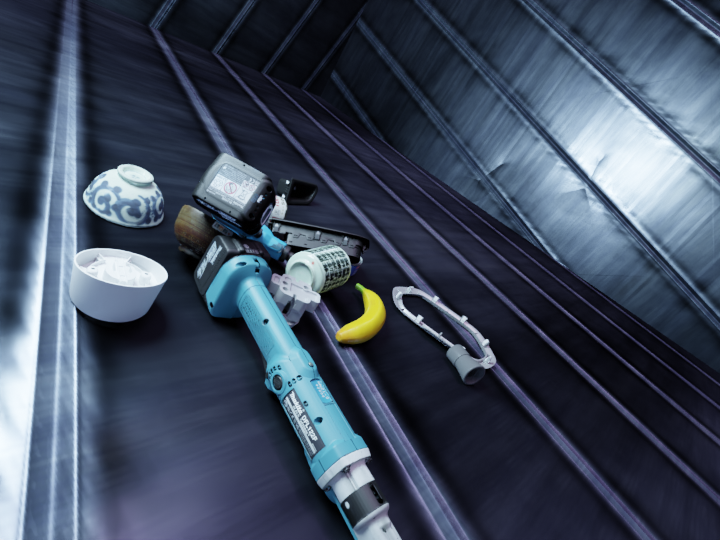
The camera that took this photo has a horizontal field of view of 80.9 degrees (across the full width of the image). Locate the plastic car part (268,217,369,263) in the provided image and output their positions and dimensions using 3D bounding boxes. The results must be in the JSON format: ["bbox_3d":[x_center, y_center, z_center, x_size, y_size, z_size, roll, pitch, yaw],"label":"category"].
[{"bbox_3d":[-0.080,-0.052,0.817,0.201,0.065,0.069,7,59,-5],"label":"plastic car part"}]

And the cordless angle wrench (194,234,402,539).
[{"bbox_3d":[-0.076,0.124,0.480,0.070,0.098,0.445,9,34,-49],"label":"cordless angle wrench"}]

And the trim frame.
[{"bbox_3d":[0.174,0.109,0.880,0.255,0.027,0.180,37,25,11],"label":"trim frame"}]

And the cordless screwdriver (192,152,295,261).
[{"bbox_3d":[-0.168,-0.077,0.661,0.159,0.074,0.249,31,-14,-4],"label":"cordless screwdriver"}]

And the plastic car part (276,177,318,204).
[{"bbox_3d":[-0.171,-0.209,1.087,0.074,0.065,0.112,26,16,25],"label":"plastic car part"}]
